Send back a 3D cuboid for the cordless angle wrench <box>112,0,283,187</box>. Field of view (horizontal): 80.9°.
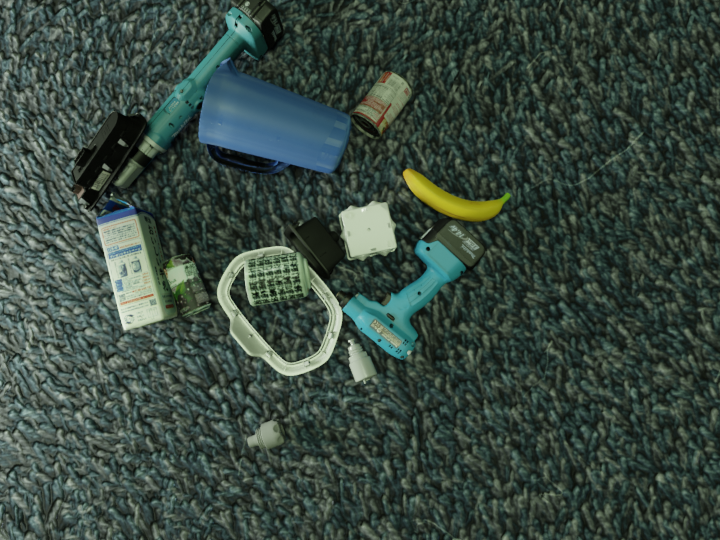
[{"bbox_3d":[-0.308,-0.315,0.768,0.075,0.097,0.423,41,91,3],"label":"cordless angle wrench"}]

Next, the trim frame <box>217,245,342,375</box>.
[{"bbox_3d":[-0.146,0.070,0.762,0.184,0.027,0.250,-41,87,-1],"label":"trim frame"}]

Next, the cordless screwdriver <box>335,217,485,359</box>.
[{"bbox_3d":[0.084,0.013,0.739,0.160,0.074,0.249,39,91,3],"label":"cordless screwdriver"}]

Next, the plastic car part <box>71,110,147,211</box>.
[{"bbox_3d":[-0.451,-0.202,0.740,0.204,0.063,0.070,-44,52,12],"label":"plastic car part"}]

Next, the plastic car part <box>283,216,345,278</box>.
[{"bbox_3d":[-0.074,-0.048,0.757,0.070,0.066,0.117,-43,91,-17],"label":"plastic car part"}]
